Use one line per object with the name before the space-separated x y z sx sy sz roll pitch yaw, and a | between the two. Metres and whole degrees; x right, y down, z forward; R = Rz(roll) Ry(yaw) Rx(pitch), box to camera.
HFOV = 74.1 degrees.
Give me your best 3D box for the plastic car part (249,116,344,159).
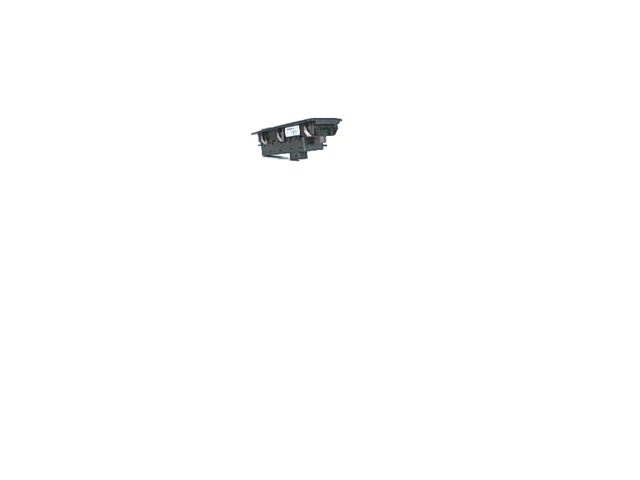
plastic car part | -0.046 -0.170 0.710 0.066 0.067 0.204 -22 22 -34
